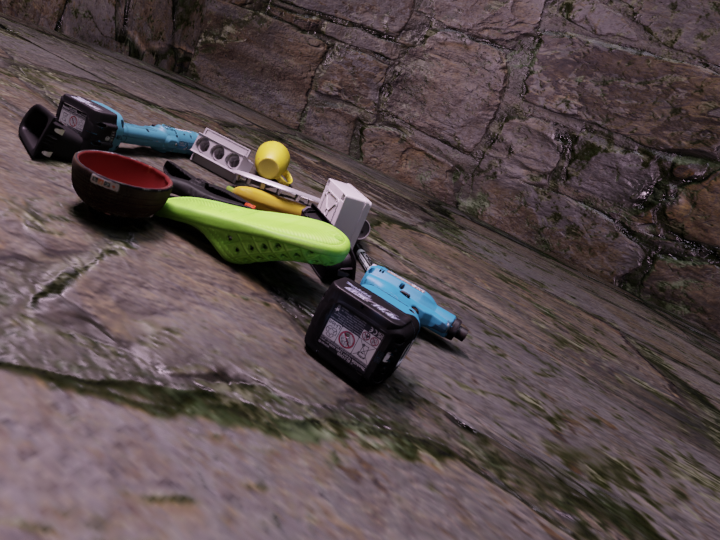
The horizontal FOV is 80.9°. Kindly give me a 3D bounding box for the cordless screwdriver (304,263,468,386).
[{"bbox_3d":[0.046,0.061,0.504,0.164,0.074,0.242,30,14,14],"label":"cordless screwdriver"}]

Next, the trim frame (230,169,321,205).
[{"bbox_3d":[-0.162,-0.168,0.897,0.194,0.027,0.236,25,10,34],"label":"trim frame"}]

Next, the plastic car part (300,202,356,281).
[{"bbox_3d":[-0.065,-0.043,0.668,0.064,0.065,0.214,2,27,-32],"label":"plastic car part"}]

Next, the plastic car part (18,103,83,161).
[{"bbox_3d":[-0.455,-0.200,0.632,0.123,0.066,0.067,35,4,38],"label":"plastic car part"}]

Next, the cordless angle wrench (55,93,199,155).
[{"bbox_3d":[-0.409,-0.273,0.873,0.100,0.074,0.415,27,16,8],"label":"cordless angle wrench"}]
